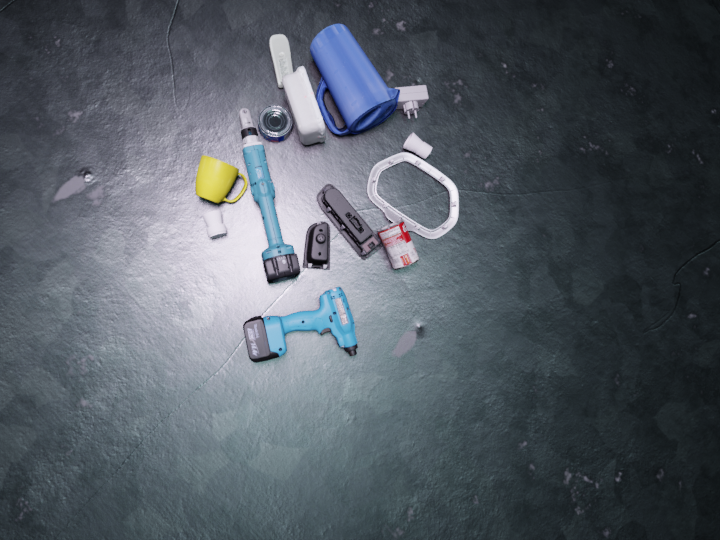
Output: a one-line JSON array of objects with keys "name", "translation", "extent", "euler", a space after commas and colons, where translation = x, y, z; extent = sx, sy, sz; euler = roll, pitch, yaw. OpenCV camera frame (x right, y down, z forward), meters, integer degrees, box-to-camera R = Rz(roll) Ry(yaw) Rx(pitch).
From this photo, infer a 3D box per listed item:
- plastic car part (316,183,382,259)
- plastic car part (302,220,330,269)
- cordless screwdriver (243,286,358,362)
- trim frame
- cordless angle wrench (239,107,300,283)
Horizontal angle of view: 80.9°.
[{"name": "plastic car part", "translation": [-0.030, -0.122, 1.009], "extent": [0.066, 0.066, 0.205], "euler": [-39, 85, -4]}, {"name": "plastic car part", "translation": [-0.096, -0.063, 0.985], "extent": [0.065, 0.072, 0.117], "euler": [4, 85, -10]}, {"name": "cordless screwdriver", "translation": [-0.131, 0.147, 0.949], "extent": [0.245, 0.075, 0.160], "euler": [-17, 85, -13]}, {"name": "trim frame", "translation": [0.135, -0.187, 1.052], "extent": [0.247, 0.028, 0.184], "euler": [34, 80, -2]}, {"name": "cordless angle wrench", "translation": [-0.227, -0.185, 0.982], "extent": [0.073, 0.098, 0.429], "euler": [-13, 80, -14]}]
